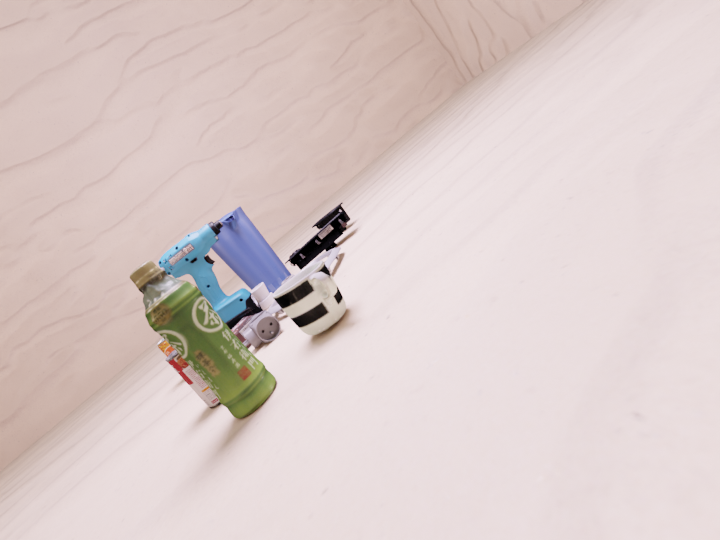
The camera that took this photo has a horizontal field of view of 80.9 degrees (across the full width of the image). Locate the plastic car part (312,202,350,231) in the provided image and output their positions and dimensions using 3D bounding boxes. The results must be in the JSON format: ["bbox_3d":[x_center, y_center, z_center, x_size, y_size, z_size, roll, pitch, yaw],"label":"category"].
[{"bbox_3d":[-0.074,-0.138,1.212,0.120,0.070,0.065,-24,18,51],"label":"plastic car part"}]

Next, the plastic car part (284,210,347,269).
[{"bbox_3d":[-0.106,-0.069,1.083,0.205,0.066,0.067,-36,11,14],"label":"plastic car part"}]

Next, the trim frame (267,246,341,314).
[{"bbox_3d":[-0.120,0.022,0.907,0.187,0.027,0.249,-34,14,21],"label":"trim frame"}]

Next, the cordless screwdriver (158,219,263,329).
[{"bbox_3d":[-0.305,0.021,0.933,0.159,0.245,0.075,-39,8,-2],"label":"cordless screwdriver"}]
